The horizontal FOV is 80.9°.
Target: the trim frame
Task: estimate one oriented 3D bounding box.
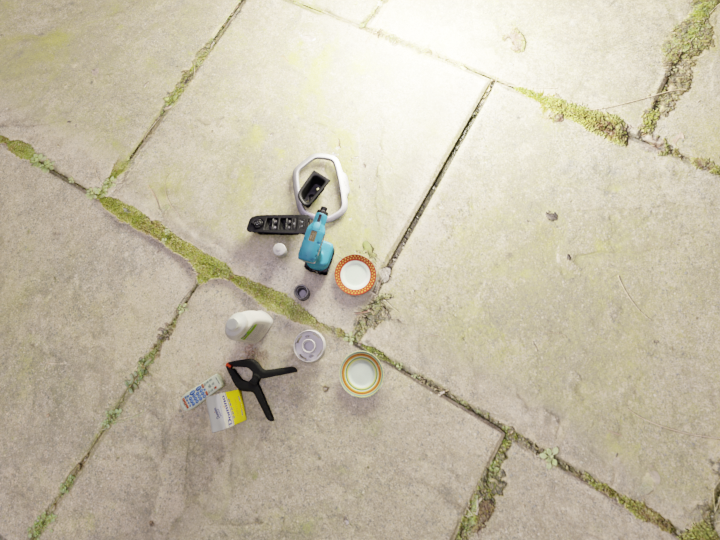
[{"bbox_3d":[-0.129,-0.273,1.395,0.185,0.027,0.253,-12,75,3],"label":"trim frame"}]

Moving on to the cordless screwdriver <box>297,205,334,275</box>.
[{"bbox_3d":[-0.120,-0.079,1.231,0.075,0.244,0.160,17,79,4],"label":"cordless screwdriver"}]

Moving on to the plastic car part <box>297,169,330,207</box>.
[{"bbox_3d":[-0.156,-0.253,1.370,0.067,0.069,0.116,33,81,10],"label":"plastic car part"}]

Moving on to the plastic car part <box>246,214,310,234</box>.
[{"bbox_3d":[-0.261,-0.143,1.355,0.205,0.065,0.067,3,77,6],"label":"plastic car part"}]
